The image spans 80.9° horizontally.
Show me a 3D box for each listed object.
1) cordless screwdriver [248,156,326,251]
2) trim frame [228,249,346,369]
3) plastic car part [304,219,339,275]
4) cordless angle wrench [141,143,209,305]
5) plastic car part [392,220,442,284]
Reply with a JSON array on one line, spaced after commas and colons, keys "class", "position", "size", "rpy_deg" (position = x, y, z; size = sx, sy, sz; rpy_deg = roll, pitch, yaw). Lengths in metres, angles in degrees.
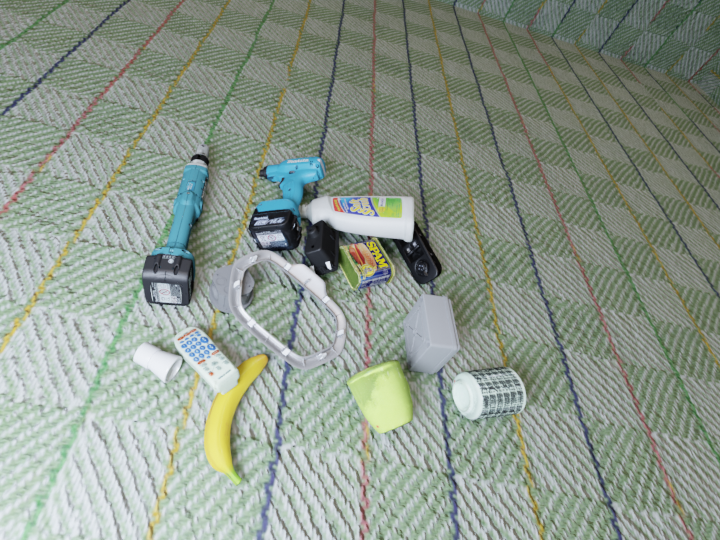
[{"class": "cordless screwdriver", "position": [-0.177, -0.155, 0.916], "size": [0.164, 0.071, 0.253], "rpy_deg": [-1, 49, 18]}, {"class": "trim frame", "position": [-0.125, 0.063, 0.753], "size": [0.247, 0.028, 0.183], "rpy_deg": [39, 42, -4]}, {"class": "plastic car part", "position": [-0.084, -0.055, 0.861], "size": [0.068, 0.067, 0.120], "rpy_deg": [-16, 47, 20]}, {"class": "cordless angle wrench", "position": [-0.343, -0.126, 0.842], "size": [0.073, 0.096, 0.438], "rpy_deg": [5, 47, -14]}, {"class": "plastic car part", "position": [0.123, -0.055, 0.954], "size": [0.063, 0.067, 0.212], "rpy_deg": [17, 40, -42]}]
